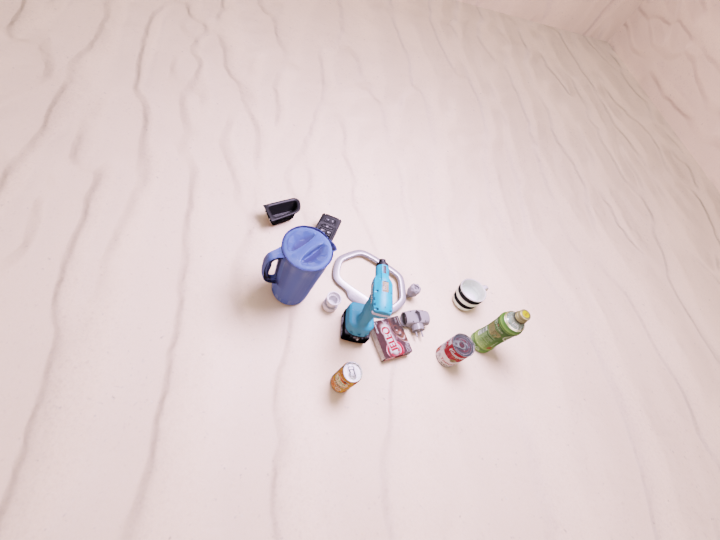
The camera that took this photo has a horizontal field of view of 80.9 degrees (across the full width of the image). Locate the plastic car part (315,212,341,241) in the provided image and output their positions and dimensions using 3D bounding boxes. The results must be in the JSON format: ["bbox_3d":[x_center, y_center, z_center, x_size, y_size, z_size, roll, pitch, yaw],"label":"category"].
[{"bbox_3d":[-0.128,-0.084,1.311,0.066,0.067,0.205,25,54,-4],"label":"plastic car part"}]

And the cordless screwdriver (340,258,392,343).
[{"bbox_3d":[0.020,0.088,1.132,0.073,0.248,0.163,14,56,-15],"label":"cordless screwdriver"}]

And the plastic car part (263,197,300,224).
[{"bbox_3d":[-0.246,-0.178,1.333,0.113,0.070,0.068,-20,68,-29],"label":"plastic car part"}]

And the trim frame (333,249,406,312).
[{"bbox_3d":[0.030,0.032,1.309,0.251,0.027,0.183,32,54,5],"label":"trim frame"}]
